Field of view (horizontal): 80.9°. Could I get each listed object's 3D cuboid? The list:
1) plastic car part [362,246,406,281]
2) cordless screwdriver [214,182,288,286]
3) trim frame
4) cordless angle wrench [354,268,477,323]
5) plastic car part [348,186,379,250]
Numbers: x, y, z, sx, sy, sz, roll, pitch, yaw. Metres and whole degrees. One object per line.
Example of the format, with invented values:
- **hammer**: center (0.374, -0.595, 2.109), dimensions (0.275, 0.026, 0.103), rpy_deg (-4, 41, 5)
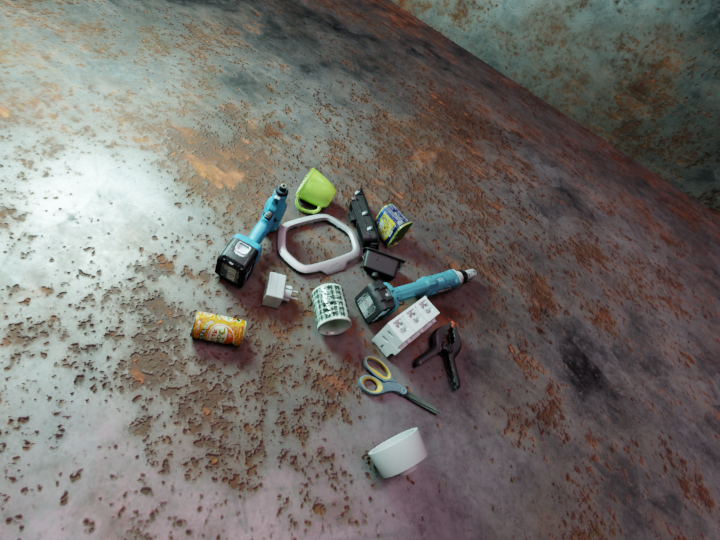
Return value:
- **plastic car part**: center (0.052, -0.008, 1.135), dimensions (0.115, 0.066, 0.072), rpy_deg (18, 63, -7)
- **cordless screwdriver**: center (-0.243, -0.091, 0.997), dimensions (0.074, 0.159, 0.250), rpy_deg (29, 49, -5)
- **trim frame**: center (-0.111, -0.072, 1.132), dimensions (0.240, 0.027, 0.191), rpy_deg (-19, 62, -37)
- **cordless angle wrench**: center (0.175, 0.045, 1.124), dimensions (0.407, 0.098, 0.077), rpy_deg (-13, 65, -36)
- **plastic car part**: center (0.006, -0.145, 1.219), dimensions (0.065, 0.065, 0.211), rpy_deg (-9, 57, -20)
